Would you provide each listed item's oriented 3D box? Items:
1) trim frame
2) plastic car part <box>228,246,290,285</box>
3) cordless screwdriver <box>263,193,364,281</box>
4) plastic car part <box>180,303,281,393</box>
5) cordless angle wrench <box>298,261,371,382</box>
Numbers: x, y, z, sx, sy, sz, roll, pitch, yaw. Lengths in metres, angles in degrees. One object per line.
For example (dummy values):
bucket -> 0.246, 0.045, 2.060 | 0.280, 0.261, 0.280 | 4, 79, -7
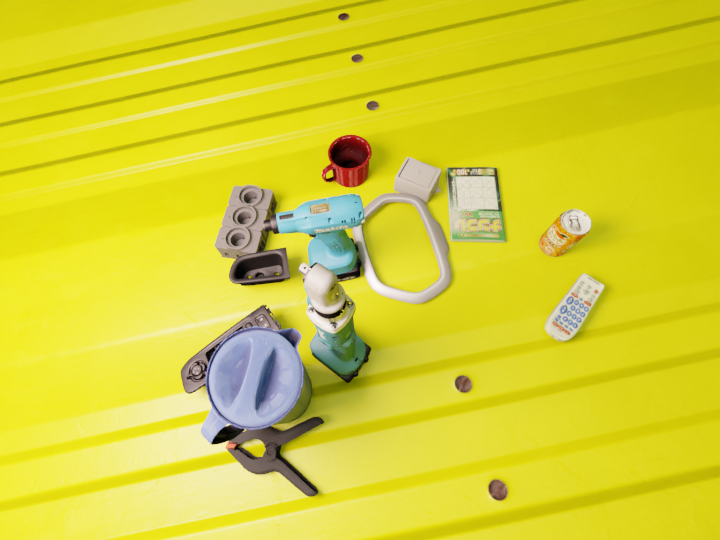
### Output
trim frame -> 0.085, -0.051, 0.861 | 0.184, 0.027, 0.257 | -16, 66, -2
plastic car part -> -0.197, 0.004, 0.842 | 0.117, 0.069, 0.068 | -10, 67, 0
cordless screwdriver -> -0.074, -0.048, 0.758 | 0.159, 0.242, 0.076 | -9, 68, -2
plastic car part -> -0.240, 0.150, 0.783 | 0.201, 0.065, 0.069 | -35, 70, -10
cordless angle wrench -> -0.037, 0.082, 0.604 | 0.101, 0.411, 0.074 | 34, 72, 13
